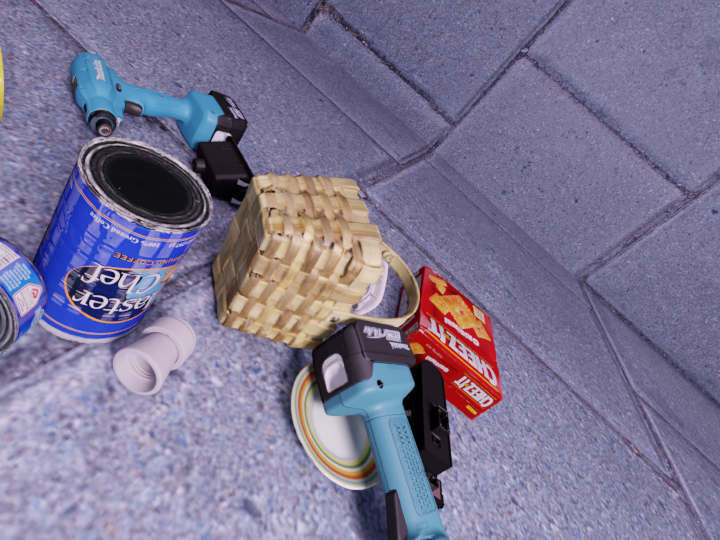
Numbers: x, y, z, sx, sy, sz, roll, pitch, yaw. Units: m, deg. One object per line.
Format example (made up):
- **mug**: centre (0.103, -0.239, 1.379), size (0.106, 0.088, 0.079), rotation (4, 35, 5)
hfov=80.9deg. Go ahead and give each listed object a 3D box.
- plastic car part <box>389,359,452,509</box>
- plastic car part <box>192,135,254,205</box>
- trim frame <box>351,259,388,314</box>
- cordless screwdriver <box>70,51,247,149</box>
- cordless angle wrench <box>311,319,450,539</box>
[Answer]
- **plastic car part**: centre (0.074, 0.179, 0.510), size (0.065, 0.067, 0.206), rotation (30, 25, -10)
- **plastic car part**: centre (-0.213, -0.152, 0.634), size (0.068, 0.066, 0.122), rotation (-9, 55, -39)
- **trim frame**: centre (-0.061, -0.040, 0.627), size (0.251, 0.028, 0.181), rotation (47, 58, 6)
- **cordless screwdriver**: centre (-0.290, -0.231, 0.636), size (0.236, 0.075, 0.167), rotation (4, 45, -46)
- **cordless angle wrench**: centre (0.055, 0.248, 0.344), size (0.093, 0.075, 0.441), rotation (17, 43, -41)
